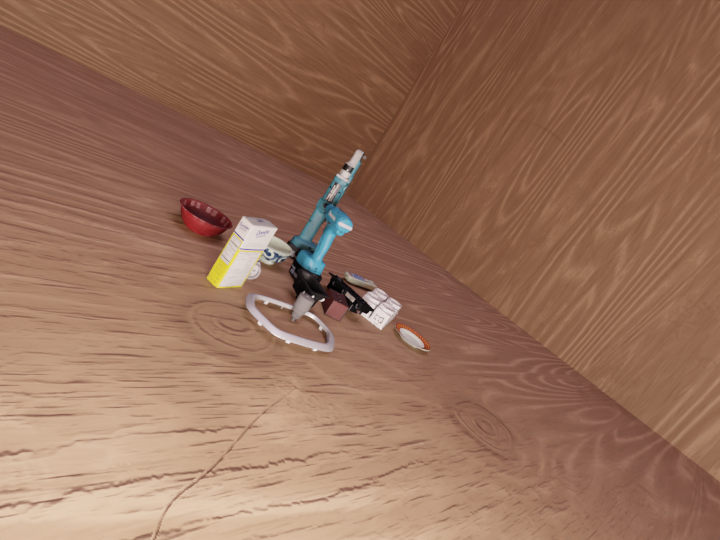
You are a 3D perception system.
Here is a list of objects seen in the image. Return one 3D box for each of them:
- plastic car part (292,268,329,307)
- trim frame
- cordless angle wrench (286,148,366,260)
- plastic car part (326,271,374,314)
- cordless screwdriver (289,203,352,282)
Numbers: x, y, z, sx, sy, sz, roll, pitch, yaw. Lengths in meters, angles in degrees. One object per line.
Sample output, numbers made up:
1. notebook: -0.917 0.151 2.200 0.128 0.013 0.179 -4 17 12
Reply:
1. plastic car part: -0.146 0.056 1.135 0.062 0.071 0.123 21 18 -40
2. trim frame: -0.159 0.119 0.977 0.235 0.027 0.194 22 17 -35
3. cordless angle wrench: -0.112 -0.215 1.410 0.099 0.423 0.074 34 14 2
4. plastic car part: -0.043 0.076 1.292 0.063 0.067 0.215 20 18 -42
5. cordless screwdriver: -0.125 -0.082 1.283 0.071 0.248 0.167 24 16 -33
